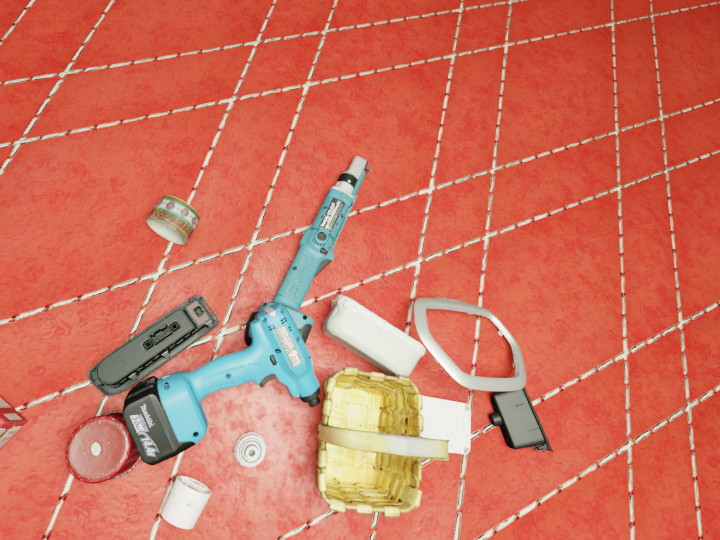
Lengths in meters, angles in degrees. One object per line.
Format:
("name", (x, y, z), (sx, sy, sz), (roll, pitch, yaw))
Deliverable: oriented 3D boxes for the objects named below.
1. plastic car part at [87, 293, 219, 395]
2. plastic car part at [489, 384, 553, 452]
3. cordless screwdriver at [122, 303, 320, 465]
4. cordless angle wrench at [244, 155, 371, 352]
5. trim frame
("plastic car part", (-0.319, 0.116, 0.652), (0.200, 0.068, 0.066), (-37, 91, -19))
("plastic car part", (0.260, 0.253, 0.721), (0.070, 0.064, 0.120), (-19, 72, -5))
("cordless screwdriver", (-0.180, 0.171, 0.582), (0.245, 0.077, 0.157), (-29, 99, -18))
("cordless angle wrench", (-0.074, -0.049, 0.760), (0.097, 0.074, 0.426), (25, 64, -5))
("trim frame", (0.189, 0.119, 0.721), (0.237, 0.027, 0.192), (8, 46, -31))
